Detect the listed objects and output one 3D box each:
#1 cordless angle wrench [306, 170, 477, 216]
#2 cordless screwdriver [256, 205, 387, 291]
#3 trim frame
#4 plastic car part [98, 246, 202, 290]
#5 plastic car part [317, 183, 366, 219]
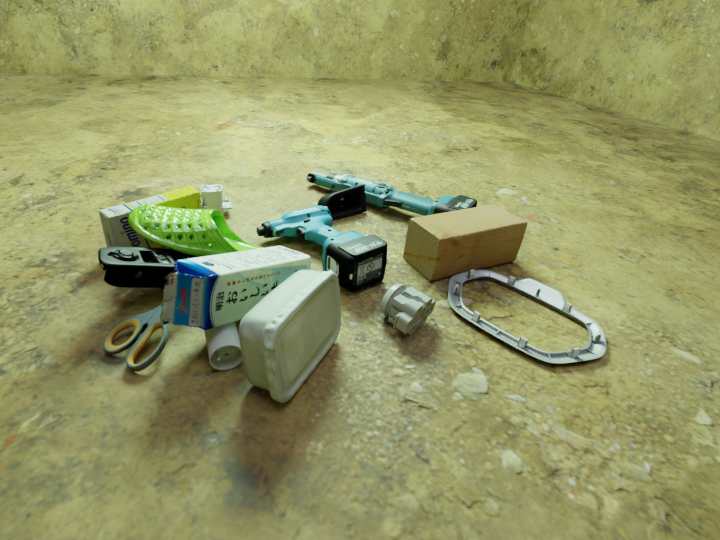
[{"bbox_3d":[0.049,-0.176,0.997,0.444,0.072,0.096,22,35,29],"label":"cordless angle wrench"},{"bbox_3d":[-0.076,-0.050,0.782,0.154,0.072,0.263,-17,34,-30],"label":"cordless screwdriver"},{"bbox_3d":[0.259,0.063,0.683,0.178,0.027,0.263,-25,41,-38],"label":"trim frame"},{"bbox_3d":[-0.308,-0.002,0.662,0.192,0.067,0.070,8,29,-47],"label":"plastic car part"},{"bbox_3d":[-0.052,-0.157,0.970,0.113,0.064,0.075,-19,24,-28],"label":"plastic car part"}]
